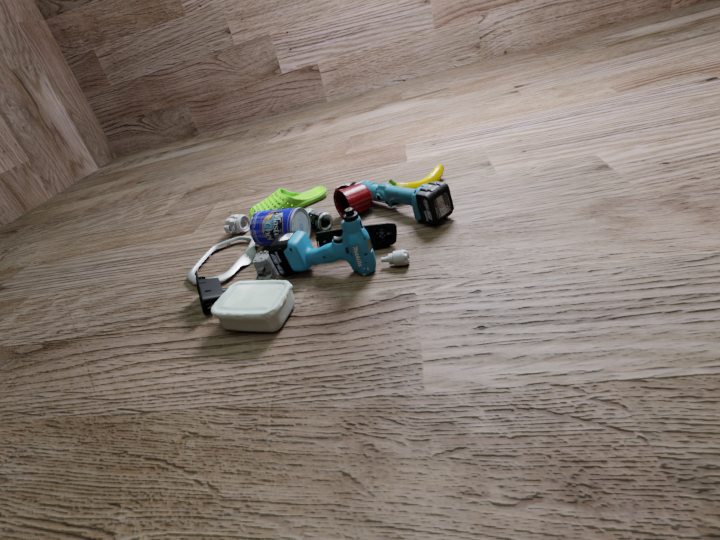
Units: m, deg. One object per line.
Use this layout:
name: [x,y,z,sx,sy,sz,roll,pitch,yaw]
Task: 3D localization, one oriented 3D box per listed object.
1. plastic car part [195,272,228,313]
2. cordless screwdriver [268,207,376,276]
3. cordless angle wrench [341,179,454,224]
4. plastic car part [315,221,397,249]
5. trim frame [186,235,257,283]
plastic car part: [-0.358,0.055,1.027,0.069,0.064,0.123,-14,31,-24]
cordless screwdriver: [-0.096,-0.063,0.979,0.259,0.153,0.074,-2,32,27]
cordless angle wrench: [0.072,-0.216,1.201,0.073,0.094,0.447,-34,32,-23]
plastic car part: [-0.006,-0.080,1.058,0.209,0.066,0.065,-7,6,19]
trim frame: [-0.386,-0.031,1.200,0.190,0.026,0.250,-7,31,19]
